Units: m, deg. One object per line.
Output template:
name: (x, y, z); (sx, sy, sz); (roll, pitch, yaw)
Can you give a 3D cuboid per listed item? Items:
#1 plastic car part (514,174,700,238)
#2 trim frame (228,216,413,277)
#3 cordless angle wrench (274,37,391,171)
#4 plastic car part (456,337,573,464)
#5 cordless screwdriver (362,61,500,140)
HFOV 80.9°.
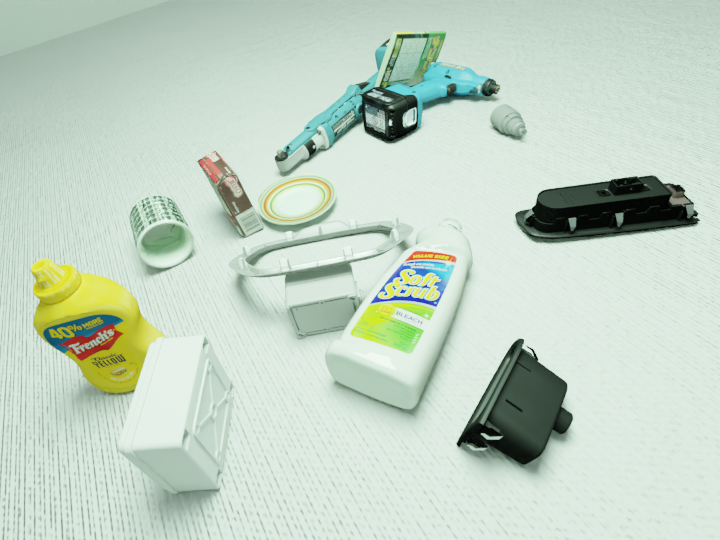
plastic car part: (0.307, -0.081, 0.532); (0.206, 0.064, 0.068); (-9, 52, 9)
trim frame: (-0.055, -0.036, 0.559); (0.251, 0.027, 0.187); (-12, 17, 5)
cordless angle wrench: (-0.020, -0.327, 0.840); (0.078, 0.093, 0.420); (25, 61, 31)
plastic car part: (0.149, 0.121, 0.379); (0.074, 0.064, 0.115); (35, 58, 20)
cordless screwdriver: (0.132, -0.328, 0.807); (0.244, 0.071, 0.168); (-35, 49, -25)
